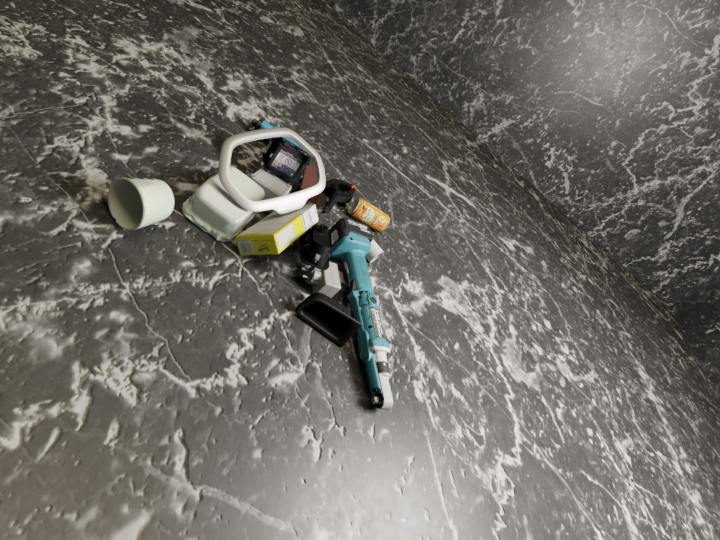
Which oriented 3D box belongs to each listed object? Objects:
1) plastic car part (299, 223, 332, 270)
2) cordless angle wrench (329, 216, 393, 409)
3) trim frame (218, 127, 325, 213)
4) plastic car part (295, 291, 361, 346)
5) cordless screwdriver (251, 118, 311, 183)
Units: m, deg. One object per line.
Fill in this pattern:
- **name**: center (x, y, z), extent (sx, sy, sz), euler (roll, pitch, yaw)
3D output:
- **plastic car part**: center (-0.085, -0.055, 0.866), extent (0.065, 0.067, 0.207), euler (30, 18, -14)
- **cordless angle wrench**: center (0.007, 0.073, 0.876), extent (0.093, 0.075, 0.440), euler (17, 44, -33)
- **trim frame**: center (-0.176, -0.206, 0.864), extent (0.241, 0.028, 0.186), euler (-25, 85, -39)
- **plastic car part**: center (-0.062, 0.079, 0.815), extent (0.115, 0.066, 0.071), euler (35, 20, -5)
- **cordless screwdriver**: center (-0.203, -0.307, 1.038), extent (0.154, 0.074, 0.257), euler (28, 20, -21)
